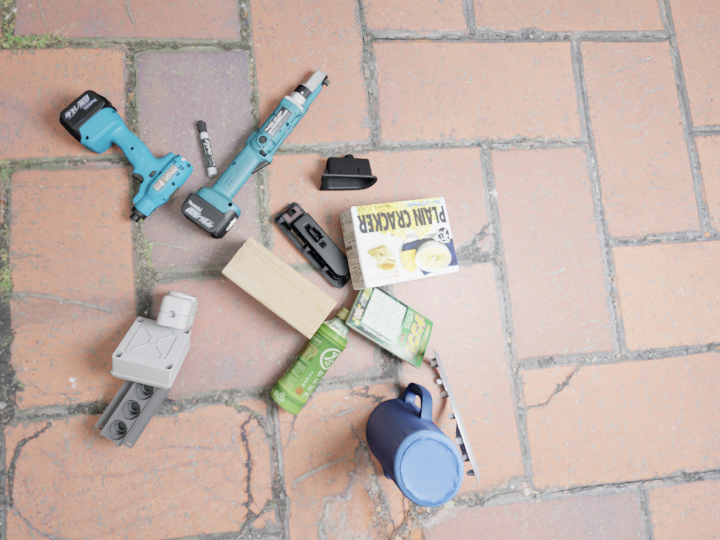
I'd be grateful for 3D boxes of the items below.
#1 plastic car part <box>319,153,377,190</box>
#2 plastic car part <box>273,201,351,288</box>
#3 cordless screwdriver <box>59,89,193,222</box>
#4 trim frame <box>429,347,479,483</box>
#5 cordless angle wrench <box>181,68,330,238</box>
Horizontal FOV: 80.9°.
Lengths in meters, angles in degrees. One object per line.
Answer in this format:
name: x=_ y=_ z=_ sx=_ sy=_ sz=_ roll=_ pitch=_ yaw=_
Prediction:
plastic car part: x=-0.028 y=-0.210 z=0.890 sx=0.115 sy=0.065 sz=0.072 roll=-4 pitch=72 yaw=-11
plastic car part: x=-0.084 y=-0.055 z=0.863 sx=0.065 sy=0.068 sz=0.202 roll=-41 pitch=94 yaw=-28
cordless screwdriver: x=-0.477 y=-0.223 z=0.839 sx=0.247 sy=0.075 sz=0.159 roll=39 pitch=82 yaw=-5
trim frame: x=0.165 y=0.254 z=0.763 sx=0.028 sy=0.255 sz=0.178 roll=-20 pitch=116 yaw=4
cordless angle wrench: x=-0.201 y=-0.257 z=0.872 sx=0.098 sy=0.075 sz=0.422 roll=35 pitch=79 yaw=-3
